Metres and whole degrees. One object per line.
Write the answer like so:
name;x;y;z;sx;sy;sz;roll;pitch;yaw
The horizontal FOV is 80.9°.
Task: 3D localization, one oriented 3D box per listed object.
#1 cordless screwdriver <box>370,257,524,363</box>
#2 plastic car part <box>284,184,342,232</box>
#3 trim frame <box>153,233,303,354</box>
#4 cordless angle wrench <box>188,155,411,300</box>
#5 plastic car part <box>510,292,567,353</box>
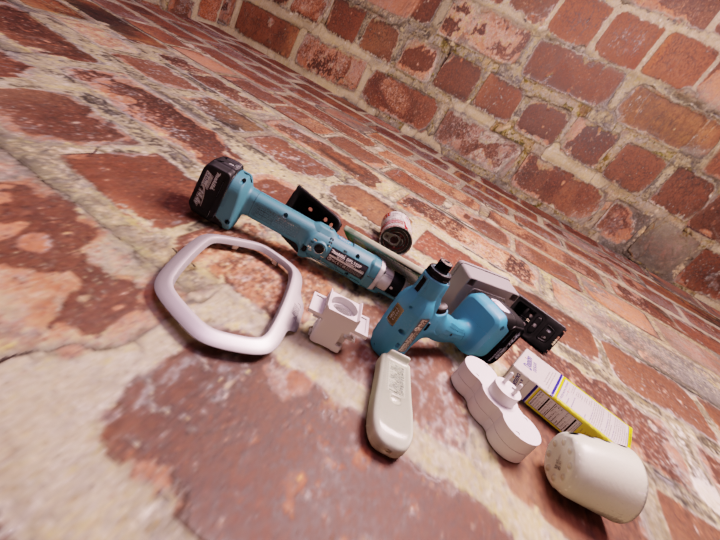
cordless screwdriver;0.144;0.063;0.616;0.236;0.159;0.078;10;32;-37
plastic car part;-0.085;-0.106;0.827;0.119;0.066;0.069;38;12;11
trim frame;-0.158;0.021;0.554;0.182;0.027;0.252;23;24;-7
cordless angle wrench;-0.068;-0.044;0.692;0.418;0.098;0.075;29;22;-5
plastic car part;0.309;0.073;0.867;0.212;0.066;0.064;40;18;23
